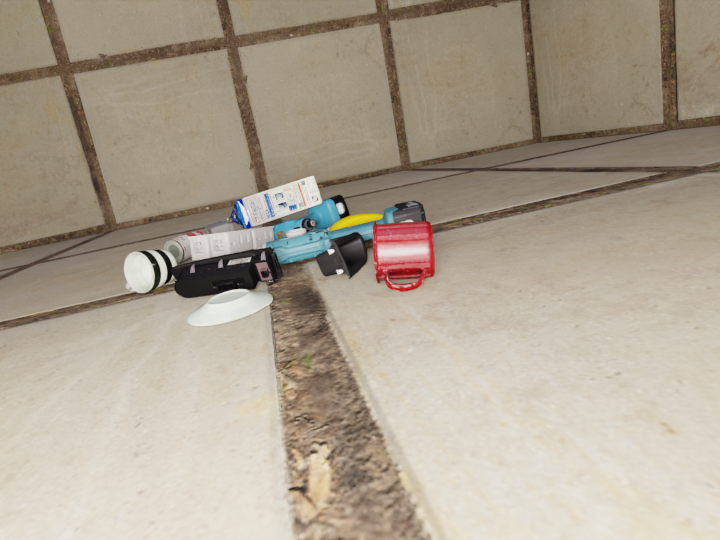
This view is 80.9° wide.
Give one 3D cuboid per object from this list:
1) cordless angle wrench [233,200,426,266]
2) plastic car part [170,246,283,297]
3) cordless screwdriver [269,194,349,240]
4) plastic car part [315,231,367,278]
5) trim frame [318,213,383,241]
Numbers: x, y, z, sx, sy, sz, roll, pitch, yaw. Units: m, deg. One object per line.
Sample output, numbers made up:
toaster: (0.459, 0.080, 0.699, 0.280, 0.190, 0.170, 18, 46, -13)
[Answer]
cordless angle wrench: (-0.083, -0.054, 0.850, 0.424, 0.073, 0.099, -13, 14, 2)
plastic car part: (-0.244, 0.014, 0.747, 0.207, 0.063, 0.068, -6, 40, 14)
cordless screwdriver: (-0.117, -0.135, 1.109, 0.165, 0.073, 0.242, -12, 14, 41)
plastic car part: (-0.037, -0.023, 0.735, 0.073, 0.065, 0.114, -21, 7, 22)
trim frame: (-0.004, -0.104, 1.040, 0.241, 0.027, 0.193, -25, 19, -34)
